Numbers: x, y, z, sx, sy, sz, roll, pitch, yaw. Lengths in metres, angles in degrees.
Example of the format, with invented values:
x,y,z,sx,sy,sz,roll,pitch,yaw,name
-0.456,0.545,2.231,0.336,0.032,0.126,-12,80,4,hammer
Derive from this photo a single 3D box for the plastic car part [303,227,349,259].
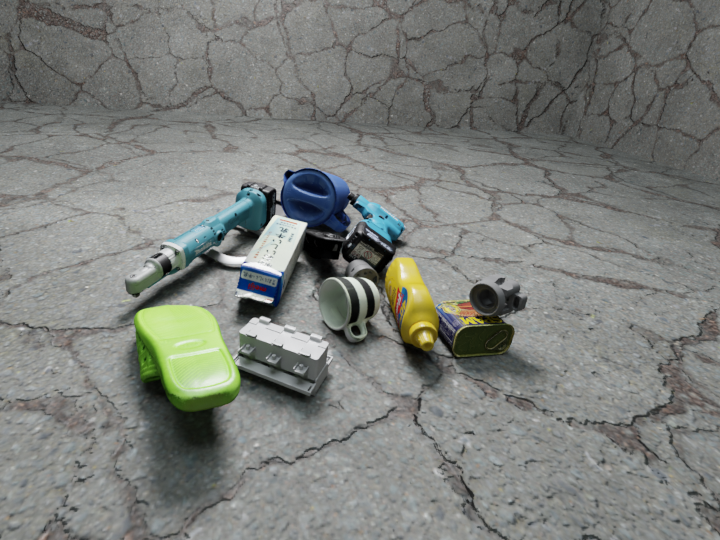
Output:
x,y,z,sx,sy,sz,roll,pitch,yaw,name
-0.087,-0.057,0.892,0.064,0.067,0.211,13,1,-24,plastic car part

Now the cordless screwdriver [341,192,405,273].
x,y,z,sx,sy,sz,roll,pitch,yaw,name
0.015,-0.095,0.942,0.159,0.075,0.249,36,27,-4,cordless screwdriver

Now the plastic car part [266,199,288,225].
x,y,z,sx,sy,sz,roll,pitch,yaw,name
-0.214,-0.132,1.059,0.121,0.064,0.070,22,45,23,plastic car part

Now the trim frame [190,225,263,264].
x,y,z,sx,sy,sz,roll,pitch,yaw,name
-0.277,-0.065,0.946,0.262,0.027,0.178,23,33,34,trim frame

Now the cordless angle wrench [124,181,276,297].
x,y,z,sx,sy,sz,roll,pitch,yaw,name
-0.303,-0.073,0.846,0.076,0.096,0.420,16,33,13,cordless angle wrench
